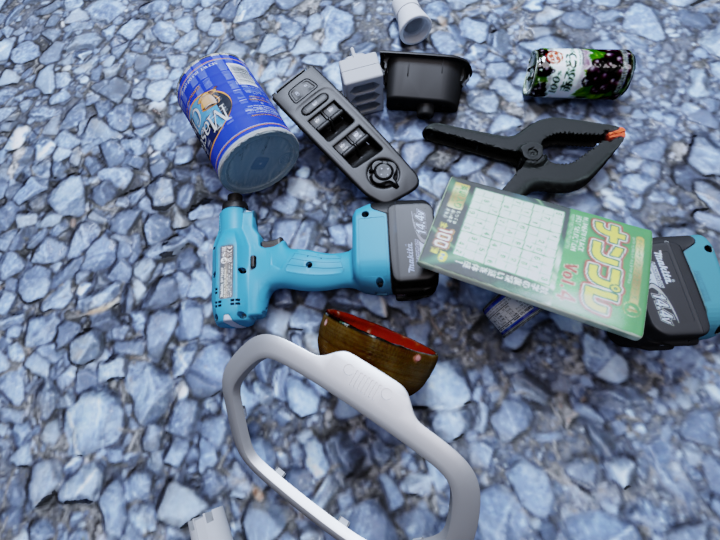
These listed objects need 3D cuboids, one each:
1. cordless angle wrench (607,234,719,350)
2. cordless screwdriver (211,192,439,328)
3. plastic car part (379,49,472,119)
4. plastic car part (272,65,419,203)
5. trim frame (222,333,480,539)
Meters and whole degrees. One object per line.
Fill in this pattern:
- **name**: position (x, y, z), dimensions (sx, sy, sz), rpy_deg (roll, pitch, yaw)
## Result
- **cordless angle wrench**: position (0.451, 0.007, 0.378), dimensions (0.426, 0.072, 0.100), rpy_deg (-5, 70, 4)
- **cordless screwdriver**: position (-0.046, -0.030, 0.467), dimensions (0.252, 0.071, 0.163), rpy_deg (-9, 69, 9)
- **plastic car part**: position (0.078, -0.227, 0.532), dimensions (0.118, 0.065, 0.071), rpy_deg (10, 87, 8)
- **plastic car part**: position (-0.019, -0.150, 0.508), dimensions (0.066, 0.065, 0.209), rpy_deg (-39, 73, -15)
- **trim frame**: position (-0.023, 0.156, 0.367), dimensions (0.258, 0.027, 0.182), rpy_deg (30, 117, 19)
